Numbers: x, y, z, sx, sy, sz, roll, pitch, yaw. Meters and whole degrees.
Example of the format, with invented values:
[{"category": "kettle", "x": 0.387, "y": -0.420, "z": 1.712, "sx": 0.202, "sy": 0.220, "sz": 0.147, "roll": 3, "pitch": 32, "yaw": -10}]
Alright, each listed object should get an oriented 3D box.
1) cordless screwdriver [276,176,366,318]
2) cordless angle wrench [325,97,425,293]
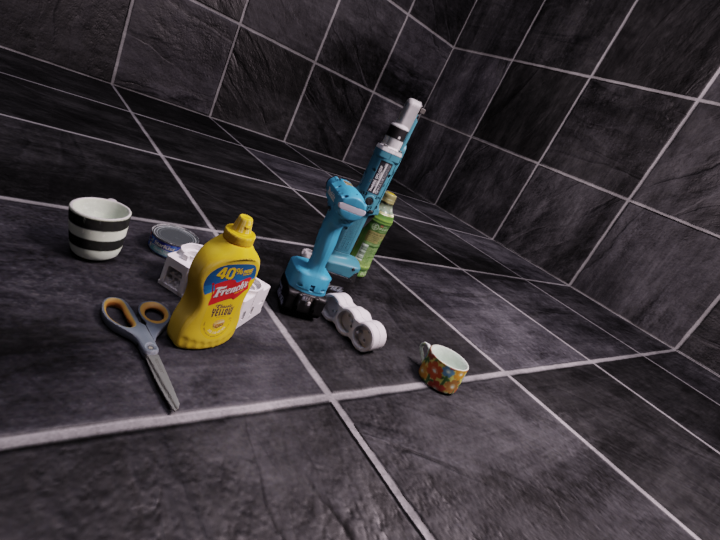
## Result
[{"category": "cordless screwdriver", "x": -0.075, "y": -0.049, "z": 0.770, "sx": 0.072, "sy": 0.247, "sz": 0.166, "roll": 19, "pitch": 20, "yaw": -23}, {"category": "cordless angle wrench", "x": 0.013, "y": -0.148, "z": 0.871, "sx": 0.095, "sy": 0.421, "sz": 0.077, "roll": 21, "pitch": 19, "yaw": -17}]
